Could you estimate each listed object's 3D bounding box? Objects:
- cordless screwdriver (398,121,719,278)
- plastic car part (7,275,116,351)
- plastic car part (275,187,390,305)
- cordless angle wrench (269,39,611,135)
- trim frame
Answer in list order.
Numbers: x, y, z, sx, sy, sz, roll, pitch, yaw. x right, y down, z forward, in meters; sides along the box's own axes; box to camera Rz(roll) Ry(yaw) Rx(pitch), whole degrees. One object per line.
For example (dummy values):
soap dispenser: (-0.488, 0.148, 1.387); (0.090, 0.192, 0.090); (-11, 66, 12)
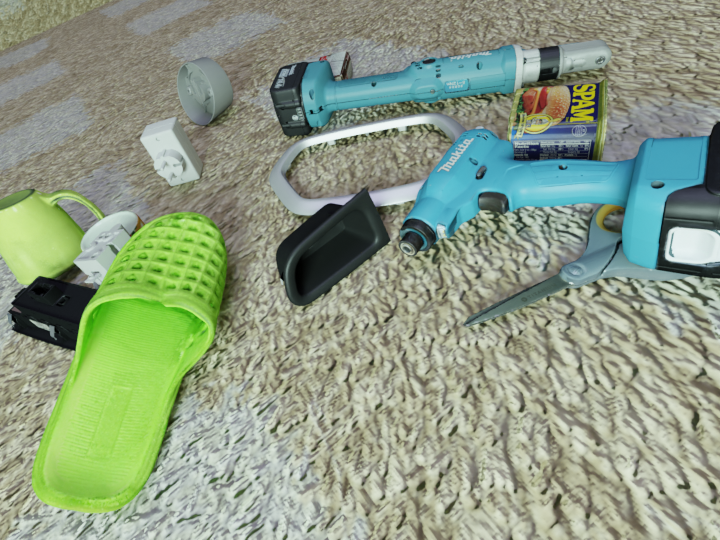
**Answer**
cordless screwdriver: (0.161, -0.051, 0.333); (0.263, 0.071, 0.158); (16, 55, 39)
plastic car part: (-0.301, 0.041, 0.444); (0.211, 0.064, 0.066); (10, 45, 24)
plastic car part: (-0.041, -0.027, 0.417); (0.115, 0.063, 0.075); (-38, 33, -12)
cordless angle wrench: (0.091, -0.255, 0.566); (0.434, 0.071, 0.100); (-1, 49, 16)
trim frame: (0.006, -0.134, 0.514); (0.254, 0.026, 0.189); (-9, 48, 14)
